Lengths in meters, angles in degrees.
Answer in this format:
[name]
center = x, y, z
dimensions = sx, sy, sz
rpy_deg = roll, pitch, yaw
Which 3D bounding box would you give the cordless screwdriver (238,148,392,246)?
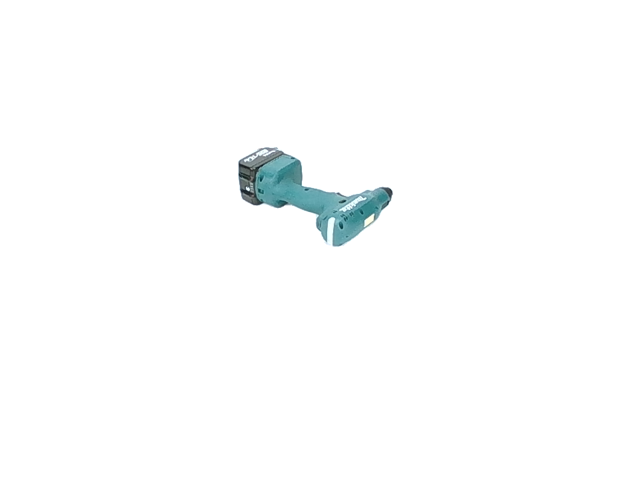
[cordless screwdriver]
center = -0.011, -0.086, 0.720
dimensions = 0.250, 0.074, 0.158
rpy_deg = 28, 44, 30
